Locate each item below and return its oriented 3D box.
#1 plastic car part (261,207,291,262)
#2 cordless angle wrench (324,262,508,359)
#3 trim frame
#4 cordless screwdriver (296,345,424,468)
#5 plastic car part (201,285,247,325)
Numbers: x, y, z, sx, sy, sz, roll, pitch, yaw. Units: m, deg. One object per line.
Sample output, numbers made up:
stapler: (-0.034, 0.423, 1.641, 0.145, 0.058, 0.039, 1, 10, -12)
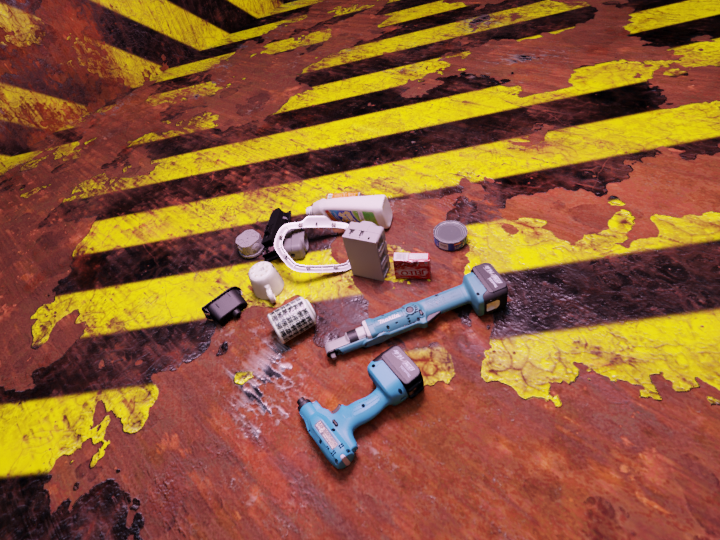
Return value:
plastic car part: (-0.258, -0.118, 1.271, 0.068, 0.064, 0.207, -28, 35, 32)
cordless angle wrench: (0.118, 0.105, 0.961, 0.423, 0.071, 0.103, -21, 46, 0)
trim frame: (-0.114, -0.075, 1.170, 0.246, 0.027, 0.191, -3, 55, -7)
cordless screwdriver: (-0.003, 0.253, 0.860, 0.246, 0.071, 0.168, -39, 50, -14)
plastic car part: (-0.348, 0.099, 1.113, 0.115, 0.064, 0.074, -36, 65, -21)
